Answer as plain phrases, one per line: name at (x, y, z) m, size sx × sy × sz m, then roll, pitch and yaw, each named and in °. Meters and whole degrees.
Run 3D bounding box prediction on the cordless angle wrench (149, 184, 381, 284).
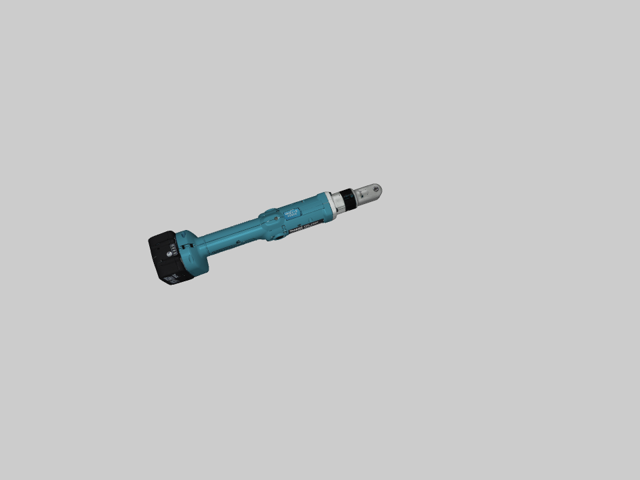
cordless angle wrench at (-0.084, -0.027, 0.767) m, size 0.423 × 0.074 × 0.098 m, roll -19°, pitch -13°, yaw -8°
